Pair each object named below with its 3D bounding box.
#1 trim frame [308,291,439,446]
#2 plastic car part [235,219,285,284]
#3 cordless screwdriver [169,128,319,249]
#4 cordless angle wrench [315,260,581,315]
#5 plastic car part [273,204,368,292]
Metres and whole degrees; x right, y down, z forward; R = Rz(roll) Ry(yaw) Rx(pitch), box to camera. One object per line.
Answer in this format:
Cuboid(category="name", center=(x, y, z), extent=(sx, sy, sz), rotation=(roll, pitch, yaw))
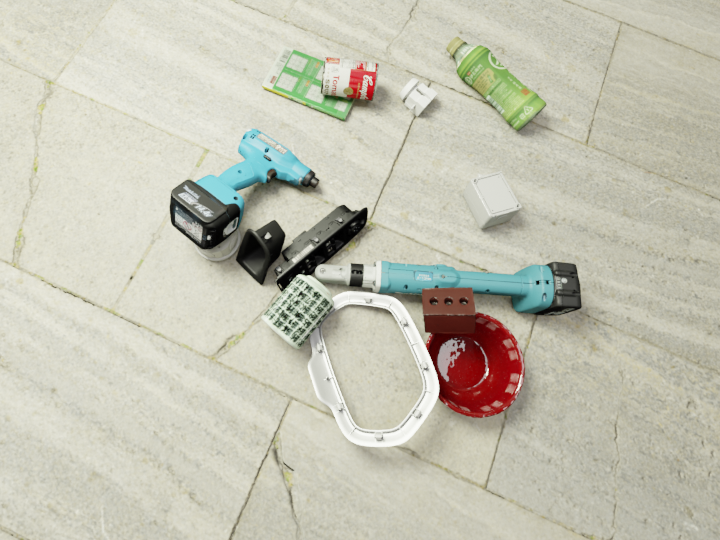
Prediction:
Cuboid(category="trim frame", center=(0.012, 0.143, 0.665), extent=(0.184, 0.026, 0.258), rotation=(-23, 64, 1))
Cuboid(category="plastic car part", center=(-0.156, -0.040, 0.703), extent=(0.067, 0.117, 0.070), rotation=(43, 52, 4))
Cuboid(category="cordless screwdriver", center=(-0.186, -0.134, 0.706), extent=(0.161, 0.074, 0.248), rotation=(32, 51, 4))
Cuboid(category="cordless angle wrench", center=(0.134, 0.019, 0.709), extent=(0.424, 0.096, 0.075), rotation=(4, 73, 1))
Cuboid(category="plastic car part", center=(-0.072, -0.047, 0.732), extent=(0.201, 0.063, 0.071), rotation=(-37, 57, -11))
